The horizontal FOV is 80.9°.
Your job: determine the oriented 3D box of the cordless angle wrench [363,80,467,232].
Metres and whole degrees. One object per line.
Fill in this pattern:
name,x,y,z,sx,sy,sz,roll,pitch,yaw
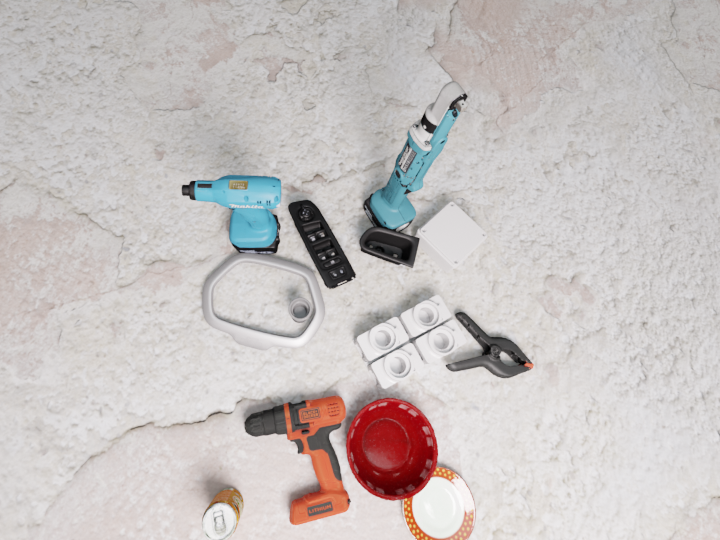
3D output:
cordless angle wrench,0.087,-0.175,0.731,0.073,0.419,0.100,-27,80,-15

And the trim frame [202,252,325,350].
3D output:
trim frame,-0.192,0.061,0.839,0.249,0.027,0.186,13,71,1

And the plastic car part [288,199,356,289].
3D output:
plastic car part,-0.085,-0.055,0.865,0.065,0.066,0.208,-25,75,-13

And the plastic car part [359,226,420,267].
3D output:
plastic car part,0.052,-0.045,0.868,0.117,0.070,0.066,17,72,0

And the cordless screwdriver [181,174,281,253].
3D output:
cordless screwdriver,-0.223,-0.101,0.777,0.158,0.246,0.076,2,74,-7
